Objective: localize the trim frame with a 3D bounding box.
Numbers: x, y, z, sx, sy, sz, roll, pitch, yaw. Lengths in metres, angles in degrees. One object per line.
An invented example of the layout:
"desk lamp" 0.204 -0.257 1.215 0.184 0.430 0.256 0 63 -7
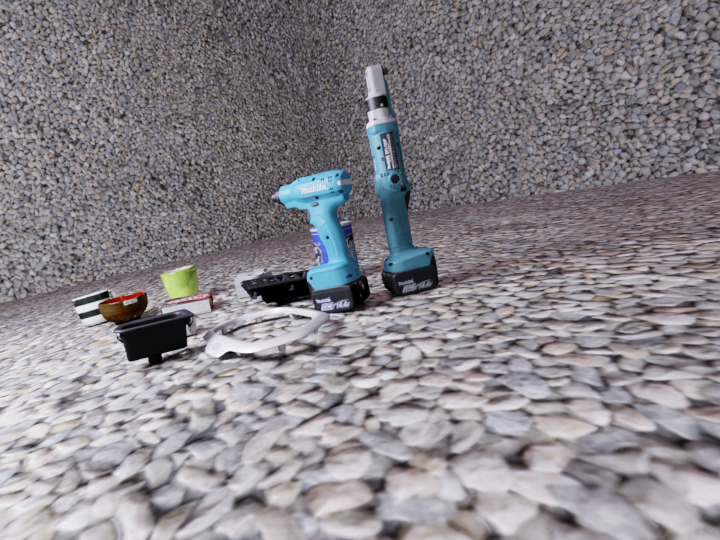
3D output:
"trim frame" -0.158 0.096 0.685 0.178 0.027 0.260 -19 12 -37

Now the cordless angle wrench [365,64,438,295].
"cordless angle wrench" 0.059 -0.168 0.790 0.097 0.419 0.076 -12 6 -11

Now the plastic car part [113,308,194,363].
"plastic car part" -0.323 0.109 0.671 0.112 0.070 0.069 -16 9 -32

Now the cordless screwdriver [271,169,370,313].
"cordless screwdriver" -0.076 -0.050 0.777 0.165 0.247 0.072 -7 7 29

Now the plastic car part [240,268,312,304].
"plastic car part" -0.149 0.034 0.908 0.198 0.066 0.069 -15 9 -22
